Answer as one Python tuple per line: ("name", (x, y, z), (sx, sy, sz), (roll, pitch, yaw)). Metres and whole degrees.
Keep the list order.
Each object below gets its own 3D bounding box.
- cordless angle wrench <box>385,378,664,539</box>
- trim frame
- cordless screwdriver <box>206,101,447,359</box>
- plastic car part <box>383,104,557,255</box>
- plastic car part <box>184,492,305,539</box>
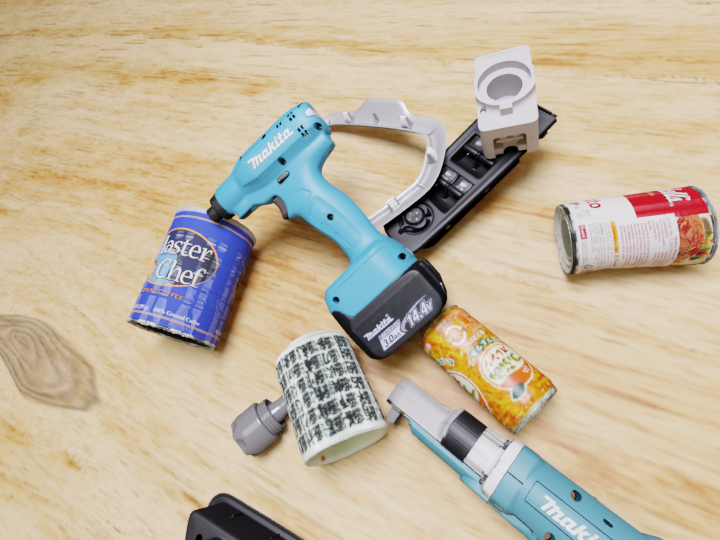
("cordless angle wrench", (0.191, 0.211, 0.274), (0.446, 0.070, 0.098), (33, 79, 32))
("trim frame", (-0.014, -0.132, 0.514), (0.263, 0.026, 0.184), (24, 78, 44))
("cordless screwdriver", (-0.041, -0.027, 0.423), (0.160, 0.072, 0.253), (-39, 80, 15))
("plastic car part", (0.108, -0.095, 0.456), (0.203, 0.064, 0.069), (-43, 67, 1))
("plastic car part", (-0.109, 0.246, 0.366), (0.121, 0.068, 0.066), (18, 70, 23))
